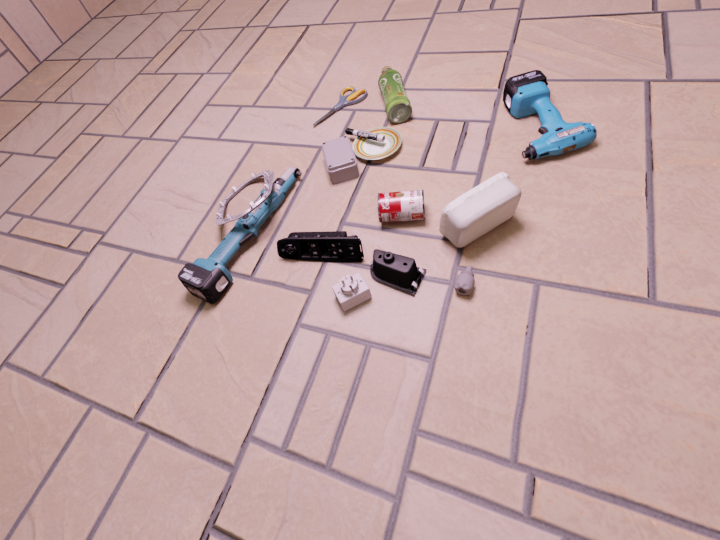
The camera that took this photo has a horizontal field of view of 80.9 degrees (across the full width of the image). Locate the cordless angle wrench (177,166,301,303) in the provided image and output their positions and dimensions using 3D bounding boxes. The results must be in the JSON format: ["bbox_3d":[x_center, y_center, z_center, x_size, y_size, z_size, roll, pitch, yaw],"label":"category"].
[{"bbox_3d":[-0.275,-0.113,1.045,0.102,0.071,0.423,18,60,25],"label":"cordless angle wrench"}]

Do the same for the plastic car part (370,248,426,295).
[{"bbox_3d":[0.068,-0.009,0.867,0.122,0.068,0.066,20,61,23],"label":"plastic car part"}]

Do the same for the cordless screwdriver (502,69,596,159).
[{"bbox_3d":[0.420,-0.369,1.018,0.160,0.071,0.259,-20,56,2],"label":"cordless screwdriver"}]

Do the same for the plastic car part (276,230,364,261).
[{"bbox_3d":[-0.094,-0.061,0.957,0.208,0.063,0.068,-2,46,15],"label":"plastic car part"}]

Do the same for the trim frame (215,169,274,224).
[{"bbox_3d":[-0.294,-0.194,1.080,0.185,0.026,0.258,-29,30,7],"label":"trim frame"}]
